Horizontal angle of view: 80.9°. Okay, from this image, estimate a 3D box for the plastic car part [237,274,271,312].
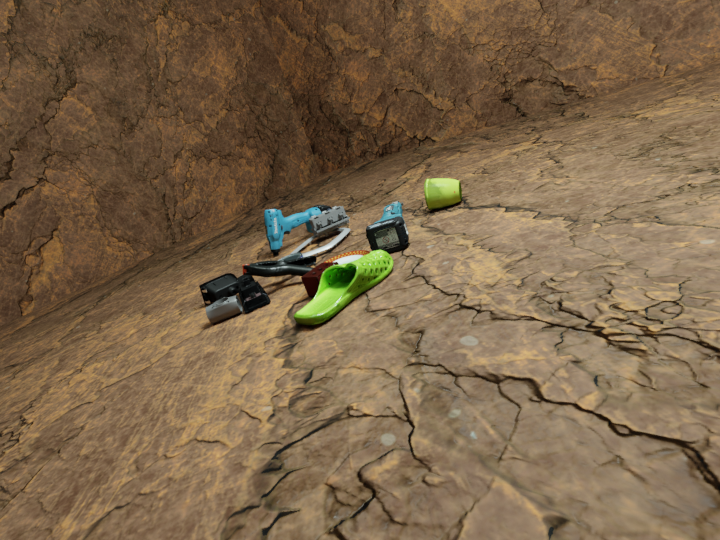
[{"bbox_3d":[-0.287,0.048,1.087,0.066,0.065,0.210,-32,17,-12],"label":"plastic car part"}]

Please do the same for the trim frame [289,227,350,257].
[{"bbox_3d":[-0.132,-0.086,1.349,0.191,0.027,0.246,-10,23,28],"label":"trim frame"}]

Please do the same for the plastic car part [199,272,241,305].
[{"bbox_3d":[-0.378,0.054,1.181,0.113,0.064,0.075,-28,33,-33],"label":"plastic car part"}]

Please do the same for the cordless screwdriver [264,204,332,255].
[{"bbox_3d":[-0.214,-0.147,1.481,0.240,0.157,0.078,-12,12,-29],"label":"cordless screwdriver"}]

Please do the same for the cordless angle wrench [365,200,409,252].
[{"bbox_3d":[0.089,-0.147,1.216,0.100,0.073,0.424,-16,16,13],"label":"cordless angle wrench"}]
